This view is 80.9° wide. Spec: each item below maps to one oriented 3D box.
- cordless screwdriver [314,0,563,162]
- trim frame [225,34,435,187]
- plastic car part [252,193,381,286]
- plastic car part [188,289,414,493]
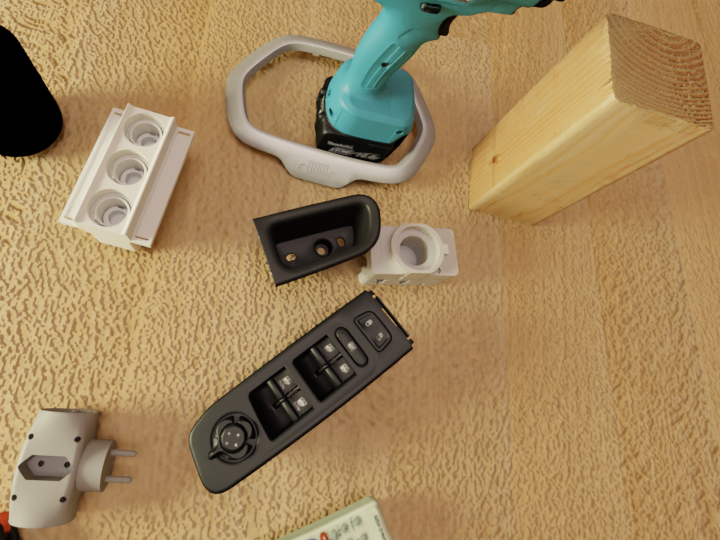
[{"bbox_3d":[0.047,-0.189,0.388,0.156,0.250,0.075,7,74,-13],"label":"cordless screwdriver"},{"bbox_3d":[-0.032,-0.185,0.489,0.245,0.027,0.186,14,70,-7],"label":"trim frame"},{"bbox_3d":[-0.040,-0.026,0.412,0.114,0.071,0.067,-17,79,-17],"label":"plastic car part"},{"bbox_3d":[-0.055,0.101,0.369,0.200,0.067,0.067,-35,85,-20],"label":"plastic car part"}]
